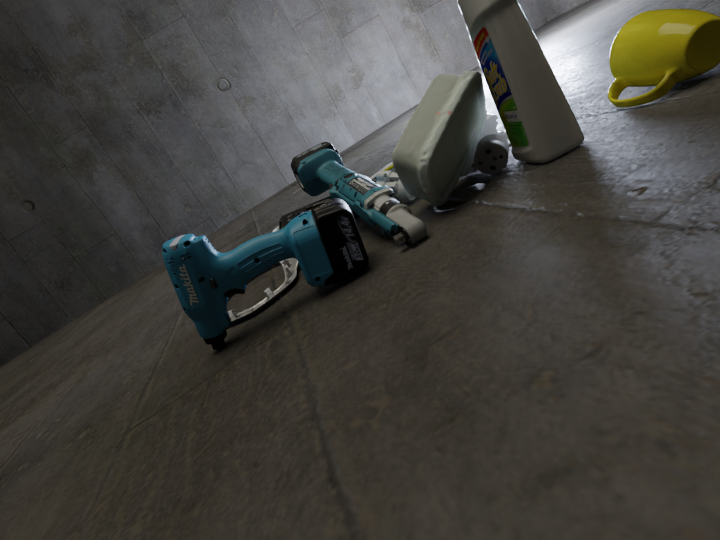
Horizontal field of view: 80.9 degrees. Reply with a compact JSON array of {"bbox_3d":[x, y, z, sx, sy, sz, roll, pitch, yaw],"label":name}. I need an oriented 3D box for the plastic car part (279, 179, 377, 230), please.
[{"bbox_3d":[-0.052,-0.109,0.800,0.204,0.065,0.068,-25,20,7],"label":"plastic car part"}]

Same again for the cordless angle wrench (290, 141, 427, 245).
[{"bbox_3d":[-0.012,-0.131,0.692,0.097,0.071,0.444,-30,32,-9],"label":"cordless angle wrench"}]

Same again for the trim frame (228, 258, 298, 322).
[{"bbox_3d":[-0.183,0.026,0.732,0.184,0.027,0.255,-32,17,-4],"label":"trim frame"}]

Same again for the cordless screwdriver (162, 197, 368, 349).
[{"bbox_3d":[-0.115,0.006,0.550,0.249,0.155,0.076,-15,18,1],"label":"cordless screwdriver"}]
